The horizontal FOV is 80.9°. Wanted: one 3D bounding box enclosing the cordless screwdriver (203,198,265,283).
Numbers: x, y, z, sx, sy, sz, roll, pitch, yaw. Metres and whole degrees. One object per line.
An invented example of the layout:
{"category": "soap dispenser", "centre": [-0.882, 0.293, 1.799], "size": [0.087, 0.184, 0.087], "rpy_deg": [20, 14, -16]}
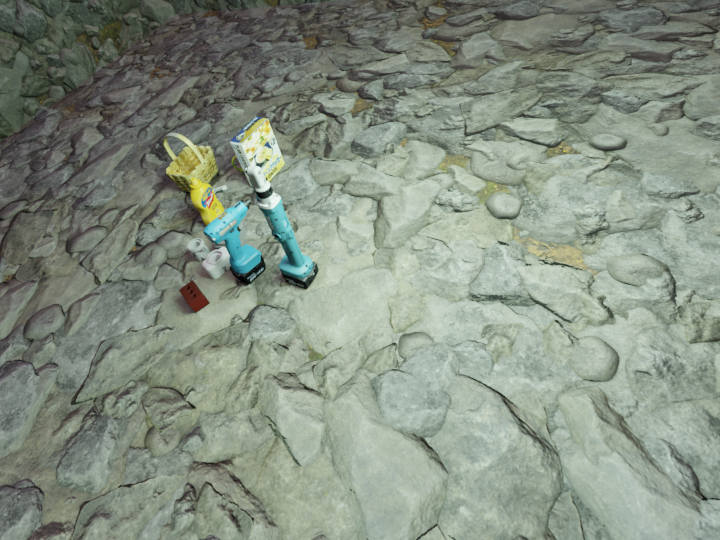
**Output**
{"category": "cordless screwdriver", "centre": [-0.351, -0.085, 1.257], "size": [0.078, 0.237, 0.158], "rpy_deg": [27, 62, 31]}

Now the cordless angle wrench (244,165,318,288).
{"category": "cordless angle wrench", "centre": [-0.210, -0.108, 1.122], "size": [0.102, 0.404, 0.074], "rpy_deg": [16, 56, 25]}
